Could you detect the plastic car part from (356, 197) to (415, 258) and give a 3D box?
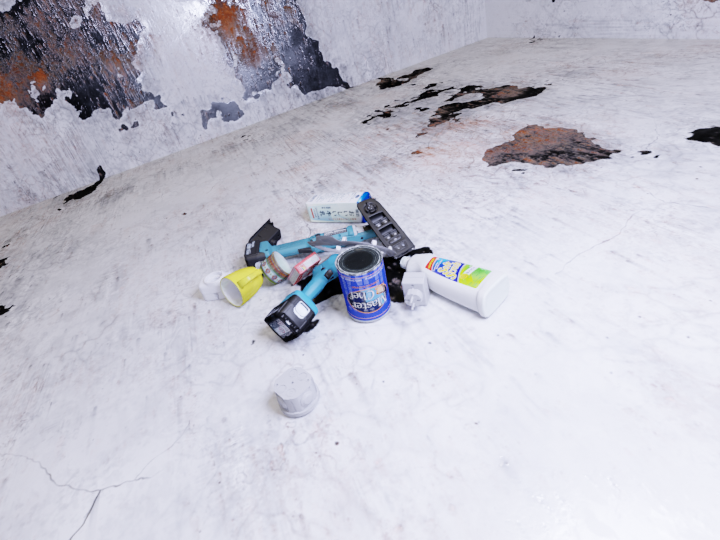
[{"bbox_3d":[0.064,-0.113,1.137,0.066,0.064,0.211,-32,66,-3],"label":"plastic car part"}]

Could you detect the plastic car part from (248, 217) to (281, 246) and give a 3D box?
[{"bbox_3d":[-0.292,-0.100,1.333,0.074,0.063,0.116,17,48,20],"label":"plastic car part"}]

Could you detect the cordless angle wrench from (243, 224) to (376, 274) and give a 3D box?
[{"bbox_3d":[-0.118,-0.077,1.210,0.425,0.071,0.101,-13,33,3],"label":"cordless angle wrench"}]

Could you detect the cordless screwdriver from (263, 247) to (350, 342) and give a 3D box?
[{"bbox_3d":[-0.103,0.044,0.970,0.162,0.073,0.247,-33,15,46],"label":"cordless screwdriver"}]

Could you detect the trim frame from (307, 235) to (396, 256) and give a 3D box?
[{"bbox_3d":[-0.024,-0.060,1.060,0.174,0.027,0.261,12,-4,-40],"label":"trim frame"}]
